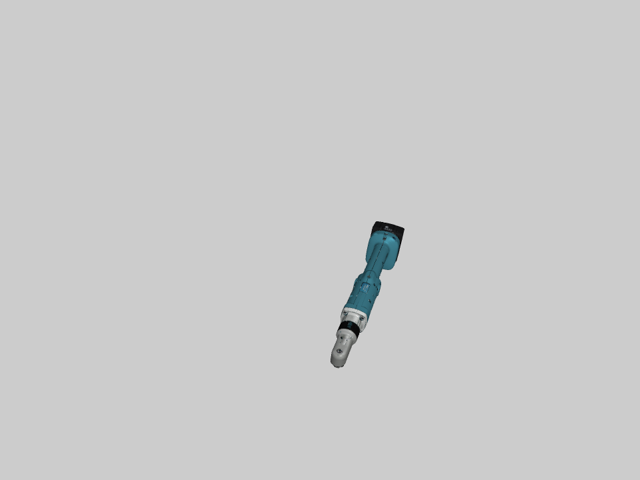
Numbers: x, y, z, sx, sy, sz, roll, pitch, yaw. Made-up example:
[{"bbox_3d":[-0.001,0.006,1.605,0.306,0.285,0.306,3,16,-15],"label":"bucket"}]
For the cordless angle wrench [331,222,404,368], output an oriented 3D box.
[{"bbox_3d":[0.098,0.100,0.893,0.074,0.098,0.421,15,36,13],"label":"cordless angle wrench"}]
